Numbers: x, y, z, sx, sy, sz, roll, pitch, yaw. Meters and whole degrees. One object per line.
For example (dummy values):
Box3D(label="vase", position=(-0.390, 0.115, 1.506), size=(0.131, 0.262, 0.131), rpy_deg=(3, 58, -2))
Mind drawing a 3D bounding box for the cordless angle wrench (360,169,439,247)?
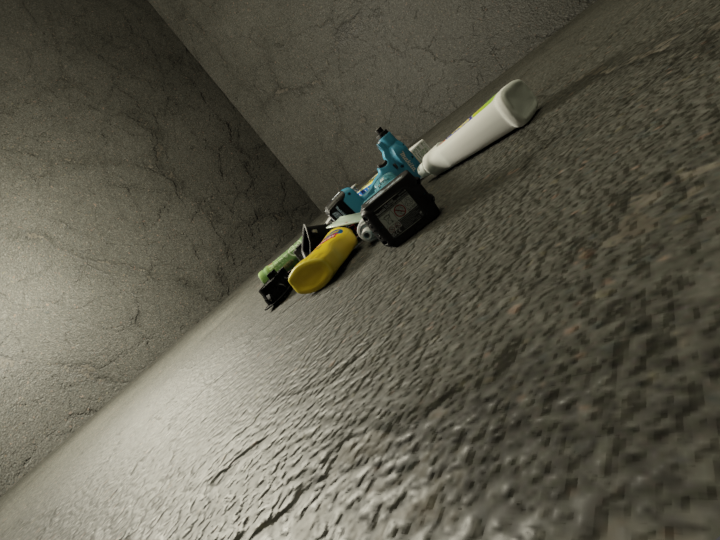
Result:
Box3D(label="cordless angle wrench", position=(0.056, -0.141, 0.774), size=(0.099, 0.073, 0.427), rpy_deg=(-38, 13, 11))

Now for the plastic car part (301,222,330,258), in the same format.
Box3D(label="plastic car part", position=(-0.094, -0.062, 0.962), size=(0.069, 0.069, 0.114), rpy_deg=(-13, -33, -21))

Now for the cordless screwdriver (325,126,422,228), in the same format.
Box3D(label="cordless screwdriver", position=(0.017, -0.213, 1.013), size=(0.249, 0.157, 0.075), rpy_deg=(-41, 7, 0))

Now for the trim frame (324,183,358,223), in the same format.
Box3D(label="trim frame", position=(-0.072, -0.156, 1.264), size=(0.248, 0.028, 0.183), rpy_deg=(-56, -2, -26))

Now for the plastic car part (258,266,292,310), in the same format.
Box3D(label="plastic car part", position=(-0.193, 0.033, 0.991), size=(0.067, 0.066, 0.205), rpy_deg=(-31, 14, 8))
